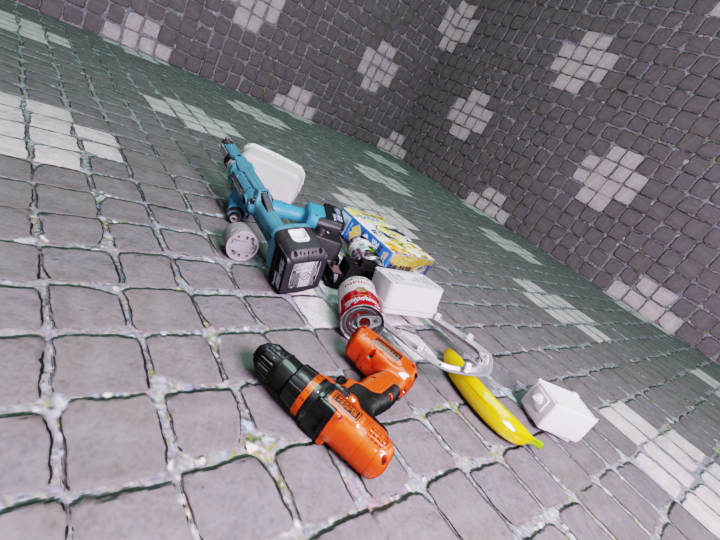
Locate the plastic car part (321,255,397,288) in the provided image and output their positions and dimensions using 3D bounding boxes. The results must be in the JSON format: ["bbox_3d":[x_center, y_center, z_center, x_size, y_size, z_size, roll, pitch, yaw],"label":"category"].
[{"bbox_3d":[0.014,0.011,0.840,0.193,0.067,0.070,18,16,-30],"label":"plastic car part"}]

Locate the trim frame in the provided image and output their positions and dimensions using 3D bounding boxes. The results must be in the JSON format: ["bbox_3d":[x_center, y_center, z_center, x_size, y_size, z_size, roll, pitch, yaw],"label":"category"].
[{"bbox_3d":[0.112,0.104,0.724,0.175,0.027,0.263,1,24,-39],"label":"trim frame"}]

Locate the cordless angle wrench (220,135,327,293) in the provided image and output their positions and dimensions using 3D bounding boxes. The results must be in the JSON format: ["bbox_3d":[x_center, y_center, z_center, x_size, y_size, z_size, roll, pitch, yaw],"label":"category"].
[{"bbox_3d":[-0.194,-0.133,0.796,0.071,0.096,0.446,-8,44,-32],"label":"cordless angle wrench"}]

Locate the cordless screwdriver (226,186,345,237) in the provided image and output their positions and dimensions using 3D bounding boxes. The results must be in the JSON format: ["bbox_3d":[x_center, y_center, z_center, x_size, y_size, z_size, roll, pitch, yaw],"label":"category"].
[{"bbox_3d":[-0.160,-0.113,0.899,0.244,0.074,0.164,18,30,-12],"label":"cordless screwdriver"}]

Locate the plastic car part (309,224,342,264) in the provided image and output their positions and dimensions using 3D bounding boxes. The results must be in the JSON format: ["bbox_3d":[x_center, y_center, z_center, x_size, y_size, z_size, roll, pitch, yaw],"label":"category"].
[{"bbox_3d":[-0.084,-0.055,0.855,0.112,0.071,0.069,22,20,-24],"label":"plastic car part"}]
